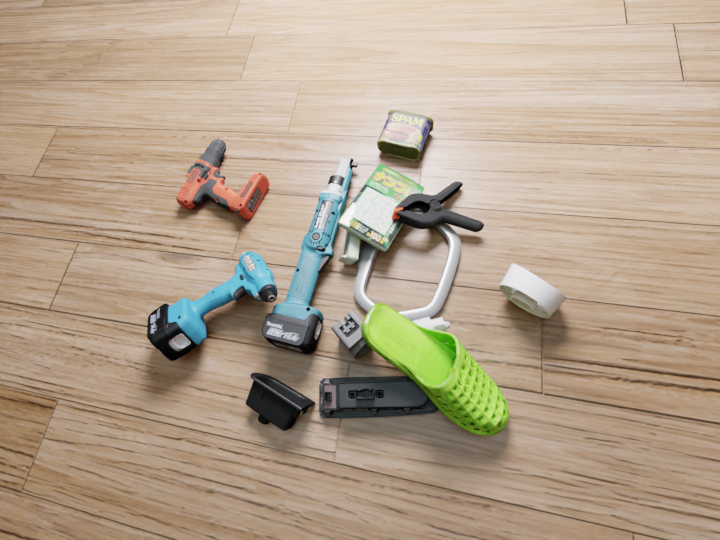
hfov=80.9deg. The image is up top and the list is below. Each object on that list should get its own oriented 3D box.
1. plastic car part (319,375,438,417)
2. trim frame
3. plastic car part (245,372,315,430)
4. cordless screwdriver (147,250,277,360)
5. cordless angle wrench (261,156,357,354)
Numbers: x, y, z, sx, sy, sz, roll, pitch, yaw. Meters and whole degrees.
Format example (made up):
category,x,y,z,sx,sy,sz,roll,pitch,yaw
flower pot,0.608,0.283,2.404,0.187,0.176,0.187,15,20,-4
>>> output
category,x,y,z,sx,sy,sz,roll,pitch,yaw
plastic car part,0.028,0.207,0.709,0.205,0.064,0.068,-3,59,7
trim frame,0.086,-0.014,0.811,0.190,0.026,0.250,17,73,17
plastic car part,-0.150,0.235,0.736,0.121,0.063,0.071,20,86,21
cordless screwdriver,-0.271,0.071,0.790,0.247,0.071,0.168,-36,36,-7
cordless angle wrench,-0.082,-0.054,0.841,0.101,0.071,0.428,9,67,14
